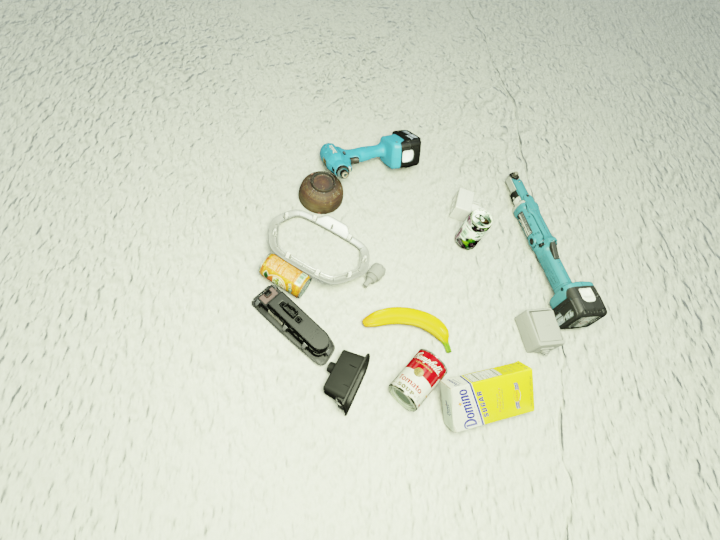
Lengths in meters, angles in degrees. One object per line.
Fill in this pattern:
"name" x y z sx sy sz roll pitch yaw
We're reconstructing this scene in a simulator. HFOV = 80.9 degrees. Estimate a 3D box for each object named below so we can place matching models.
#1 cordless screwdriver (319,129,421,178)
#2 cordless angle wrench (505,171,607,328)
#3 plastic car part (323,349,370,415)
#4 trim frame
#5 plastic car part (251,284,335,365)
"cordless screwdriver" 0.033 -0.286 1.064 0.245 0.072 0.167 -11 37 -12
"cordless angle wrench" 0.438 -0.071 1.019 0.073 0.096 0.438 -4 57 -12
"plastic car part" -0.034 0.206 0.821 0.073 0.063 0.117 16 56 16
"trim frame" -0.094 -0.061 0.959 0.254 0.027 0.183 28 45 10
"plastic car part" -0.131 0.103 0.864 0.208 0.066 0.065 42 54 13
